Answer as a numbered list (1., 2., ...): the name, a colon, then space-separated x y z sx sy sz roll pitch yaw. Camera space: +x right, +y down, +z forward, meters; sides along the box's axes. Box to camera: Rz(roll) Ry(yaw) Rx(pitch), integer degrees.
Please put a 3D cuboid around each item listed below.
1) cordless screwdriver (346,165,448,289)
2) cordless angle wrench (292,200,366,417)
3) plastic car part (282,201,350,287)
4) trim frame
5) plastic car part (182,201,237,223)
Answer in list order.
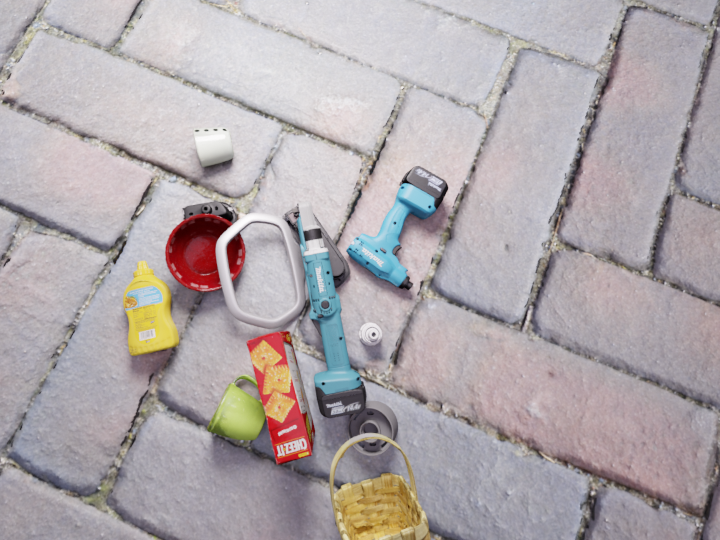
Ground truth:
1. cordless screwdriver: 0.102 -0.091 0.915 0.161 0.073 0.248 36 85 5
2. cordless angle wrench: -0.072 0.068 0.849 0.098 0.074 0.424 -11 88 -2
3. plastic car part: -0.089 -0.058 0.915 0.065 0.067 0.205 -33 84 -15
4. trim frame: -0.204 0.000 0.892 0.180 0.028 0.249 -14 88 -19
5. plastic car part: -0.335 -0.123 0.919 0.116 0.070 0.067 -13 83 -1
